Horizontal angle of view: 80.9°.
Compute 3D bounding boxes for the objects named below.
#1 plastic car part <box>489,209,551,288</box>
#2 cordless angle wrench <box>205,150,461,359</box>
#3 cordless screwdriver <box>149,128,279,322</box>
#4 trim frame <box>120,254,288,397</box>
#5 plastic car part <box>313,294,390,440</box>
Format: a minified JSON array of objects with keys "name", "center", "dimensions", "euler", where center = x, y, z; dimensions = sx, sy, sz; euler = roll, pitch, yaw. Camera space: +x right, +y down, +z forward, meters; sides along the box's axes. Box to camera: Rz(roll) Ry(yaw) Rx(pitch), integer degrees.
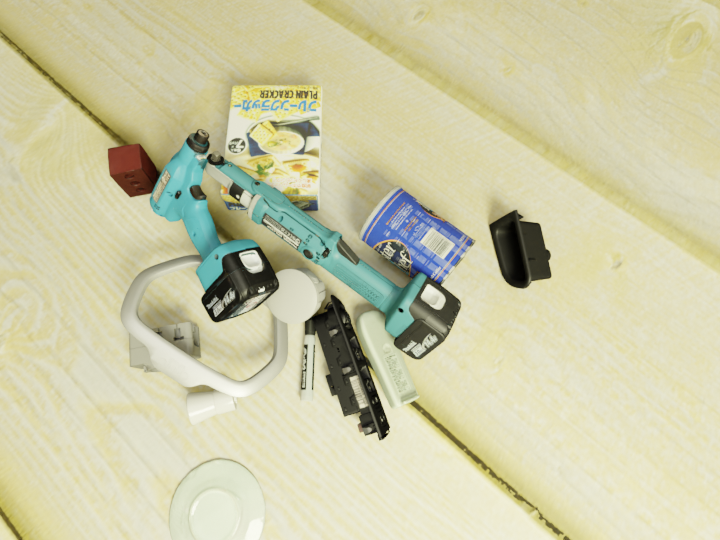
[{"name":"plastic car part","center":[0.258,-0.030,0.657],"dimensions":[0.069,0.066,0.119],"euler":[-5,74,-18]},{"name":"cordless angle wrench","center":[-0.060,-0.039,0.612],"dimensions":[0.429,0.097,0.073],"euler":[36,49,7]},{"name":"cordless screwdriver","center":[-0.205,-0.064,0.594],"dimensions":[0.071,0.161,0.256],"euler":[-14,64,-52]},{"name":"trim frame","center":[-0.215,0.073,0.607],"dimensions":[0.248,0.027,0.184],"euler":[31,48,-1]},{"name":"plastic car part","center":[-0.019,0.136,0.605],"dimensions":[0.068,0.063,0.208],"euler":[-23,72,19]}]
